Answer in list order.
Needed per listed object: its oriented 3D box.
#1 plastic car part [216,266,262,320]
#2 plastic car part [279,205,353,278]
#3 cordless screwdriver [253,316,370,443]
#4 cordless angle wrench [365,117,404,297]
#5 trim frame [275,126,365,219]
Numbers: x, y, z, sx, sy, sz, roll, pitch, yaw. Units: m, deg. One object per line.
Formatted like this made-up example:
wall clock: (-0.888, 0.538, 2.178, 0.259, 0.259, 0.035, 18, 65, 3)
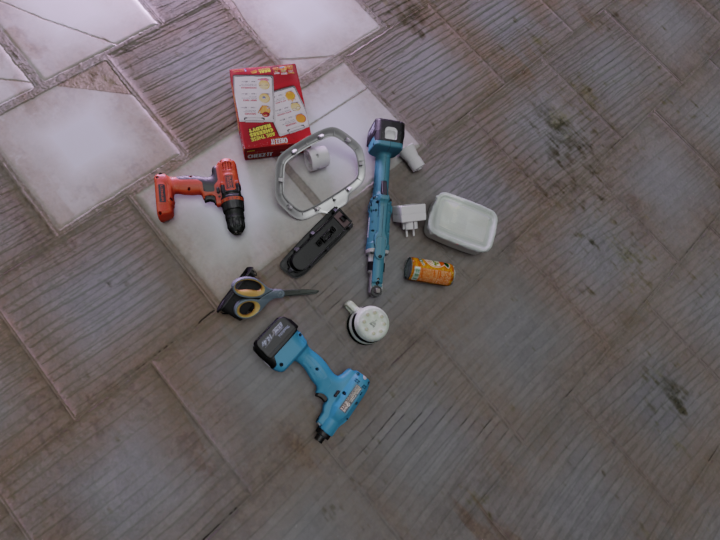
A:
plastic car part: (-0.247, 0.057, 0.906, 0.069, 0.068, 0.116, 35, 75, -16)
plastic car part: (-0.094, -0.061, 0.959, 0.202, 0.069, 0.065, -46, 106, -14)
cordless screwdriver: (-0.117, 0.220, 0.870, 0.248, 0.075, 0.158, 39, 72, -1)
cordless angle wrench: (0.047, -0.147, 0.997, 0.073, 0.098, 0.427, 7, 78, -11)
trim frame: (-0.090, -0.225, 0.989, 0.245, 0.029, 0.177, -34, 115, -18)
